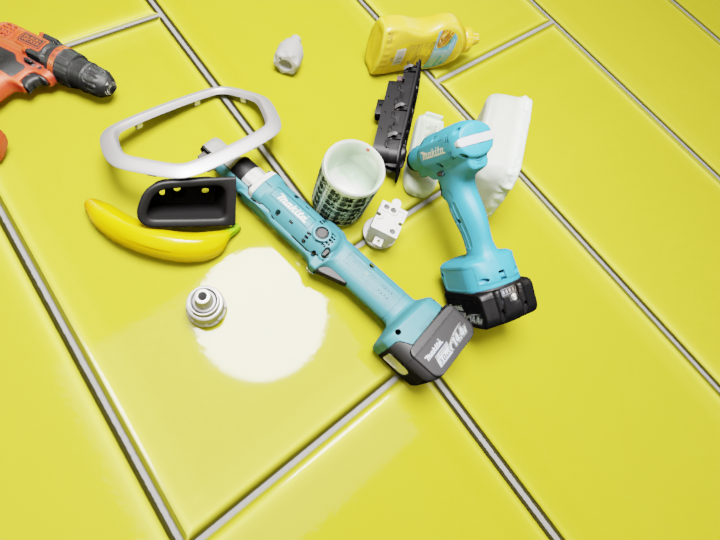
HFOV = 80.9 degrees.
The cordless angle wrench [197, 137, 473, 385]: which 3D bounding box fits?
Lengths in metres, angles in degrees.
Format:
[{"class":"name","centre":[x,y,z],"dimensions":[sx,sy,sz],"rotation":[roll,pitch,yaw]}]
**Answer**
[{"class":"cordless angle wrench","centre":[-0.054,-0.035,0.547],"dimensions":[0.432,0.073,0.097],"rotation":[42,67,11]}]

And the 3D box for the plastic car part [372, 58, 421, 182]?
[{"class":"plastic car part","centre":[0.054,-0.231,0.648],"dimensions":[0.067,0.065,0.206],"rotation":[8,67,1]}]

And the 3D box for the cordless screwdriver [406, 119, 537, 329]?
[{"class":"cordless screwdriver","centre":[0.128,-0.058,0.550],"dimensions":[0.073,0.164,0.246],"rotation":[-17,97,-16]}]

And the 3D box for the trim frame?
[{"class":"trim frame","centre":[-0.221,-0.193,0.571],"dimensions":[0.192,0.027,0.245],"rotation":[33,55,23]}]

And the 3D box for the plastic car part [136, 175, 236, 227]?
[{"class":"plastic car part","centre":[-0.222,-0.095,0.538],"dimensions":[0.113,0.065,0.075],"rotation":[-5,28,-22]}]
